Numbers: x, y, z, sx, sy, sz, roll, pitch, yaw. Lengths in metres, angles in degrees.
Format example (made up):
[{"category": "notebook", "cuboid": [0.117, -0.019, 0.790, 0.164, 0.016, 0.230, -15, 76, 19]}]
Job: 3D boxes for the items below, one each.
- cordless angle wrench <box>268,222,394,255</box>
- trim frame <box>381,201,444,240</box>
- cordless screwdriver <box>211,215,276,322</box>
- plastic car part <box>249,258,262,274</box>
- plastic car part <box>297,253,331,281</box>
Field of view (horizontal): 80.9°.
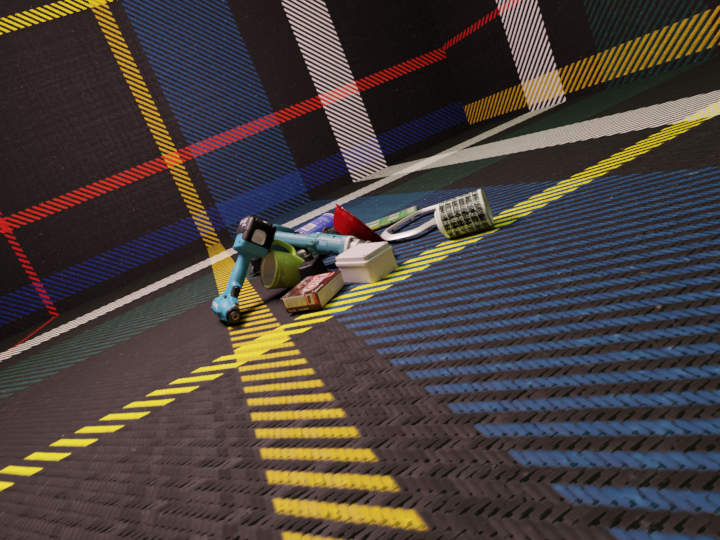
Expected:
[{"category": "cordless angle wrench", "cuboid": [-0.104, -0.068, 1.060, 0.446, 0.074, 0.093, 9, -2, 40]}, {"category": "trim frame", "cuboid": [0.162, -0.129, 1.097, 0.242, 0.027, 0.192, -31, 16, -31]}, {"category": "cordless screwdriver", "cuboid": [-0.272, -0.001, 0.983, 0.166, 0.071, 0.249, 6, 75, 62]}, {"category": "plastic car part", "cuboid": [-0.291, -0.046, 1.403, 0.069, 0.065, 0.199, -1, 28, 40]}, {"category": "plastic car part", "cuboid": [-0.112, -0.002, 0.984, 0.067, 0.069, 0.117, -18, 18, 14]}]
